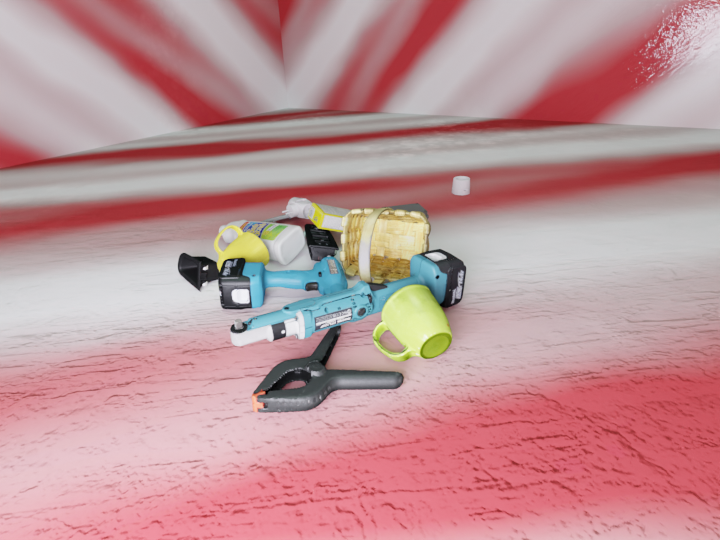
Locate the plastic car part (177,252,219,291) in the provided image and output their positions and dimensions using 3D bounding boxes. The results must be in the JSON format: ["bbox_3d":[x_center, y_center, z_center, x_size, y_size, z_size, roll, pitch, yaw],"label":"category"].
[{"bbox_3d":[-0.354,-0.006,0.943,0.068,0.065,0.123,-6,20,-40],"label":"plastic car part"}]

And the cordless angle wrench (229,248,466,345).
[{"bbox_3d":[-0.010,0.055,0.710,0.410,0.095,0.078,-14,29,-24],"label":"cordless angle wrench"}]

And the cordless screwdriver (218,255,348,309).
[{"bbox_3d":[-0.148,0.032,0.823,0.246,0.072,0.165,-4,28,-8],"label":"cordless screwdriver"}]

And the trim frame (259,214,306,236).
[{"bbox_3d":[-0.171,-0.128,1.168,0.242,0.027,0.194,-19,33,-22],"label":"trim frame"}]

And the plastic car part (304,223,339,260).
[{"bbox_3d":[-0.097,-0.063,0.991,0.065,0.065,0.210,-2,24,-10],"label":"plastic car part"}]
